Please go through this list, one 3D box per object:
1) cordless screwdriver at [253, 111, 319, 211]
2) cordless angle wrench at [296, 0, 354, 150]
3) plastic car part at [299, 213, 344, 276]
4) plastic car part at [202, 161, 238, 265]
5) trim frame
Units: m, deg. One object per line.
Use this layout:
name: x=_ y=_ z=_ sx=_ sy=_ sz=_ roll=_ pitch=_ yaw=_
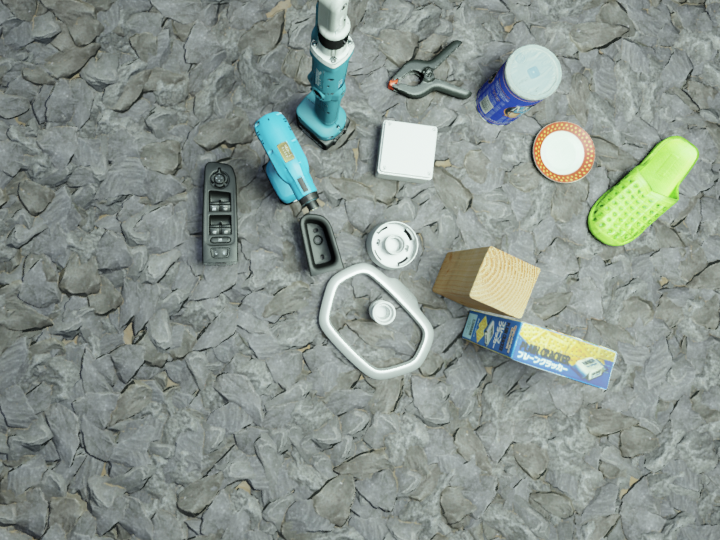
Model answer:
cordless screwdriver: x=-0.119 y=-0.162 z=0.744 sx=0.074 sy=0.250 sz=0.159 roll=-28 pitch=91 yaw=-6
cordless angle wrench: x=-0.053 y=-0.300 z=0.668 sx=0.097 sy=0.425 sz=0.074 roll=42 pitch=85 yaw=-5
plastic car part: x=-0.081 y=-0.053 z=0.827 sx=0.066 sy=0.071 sz=0.117 roll=-15 pitch=88 yaw=-5
plastic car part: x=-0.271 y=-0.111 z=0.827 sx=0.066 sy=0.067 sz=0.204 roll=-2 pitch=86 yaw=-5
trim frame: x=0.031 y=0.101 z=0.841 sx=0.249 sy=0.027 sz=0.184 roll=44 pitch=86 yaw=2
